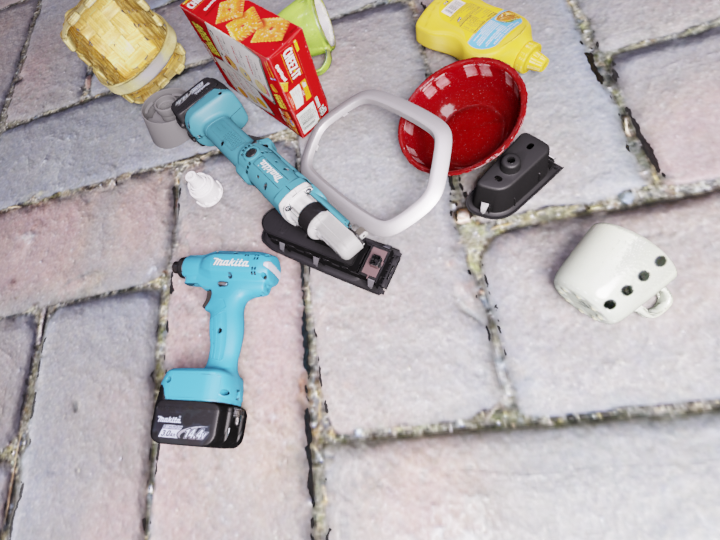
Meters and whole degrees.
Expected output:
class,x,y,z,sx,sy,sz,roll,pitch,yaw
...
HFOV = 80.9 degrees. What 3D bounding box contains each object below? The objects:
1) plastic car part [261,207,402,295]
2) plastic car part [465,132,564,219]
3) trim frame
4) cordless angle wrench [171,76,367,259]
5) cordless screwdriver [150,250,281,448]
class,x,y,z,sx,sy,sz,roll,pitch,yaw
plastic car part,-0.055,-0.036,0.558,0.212,0.064,0.066,21,83,26
plastic car part,0.184,-0.119,0.511,0.116,0.068,0.069,-43,64,-7
trim frame,0.011,-0.149,0.573,0.262,0.026,0.184,41,99,34
cordless angle wrench,-0.139,-0.148,0.586,0.098,0.071,0.446,-41,55,-6
cordless screwdriver,-0.202,0.089,0.545,0.164,0.071,0.253,0,65,17
